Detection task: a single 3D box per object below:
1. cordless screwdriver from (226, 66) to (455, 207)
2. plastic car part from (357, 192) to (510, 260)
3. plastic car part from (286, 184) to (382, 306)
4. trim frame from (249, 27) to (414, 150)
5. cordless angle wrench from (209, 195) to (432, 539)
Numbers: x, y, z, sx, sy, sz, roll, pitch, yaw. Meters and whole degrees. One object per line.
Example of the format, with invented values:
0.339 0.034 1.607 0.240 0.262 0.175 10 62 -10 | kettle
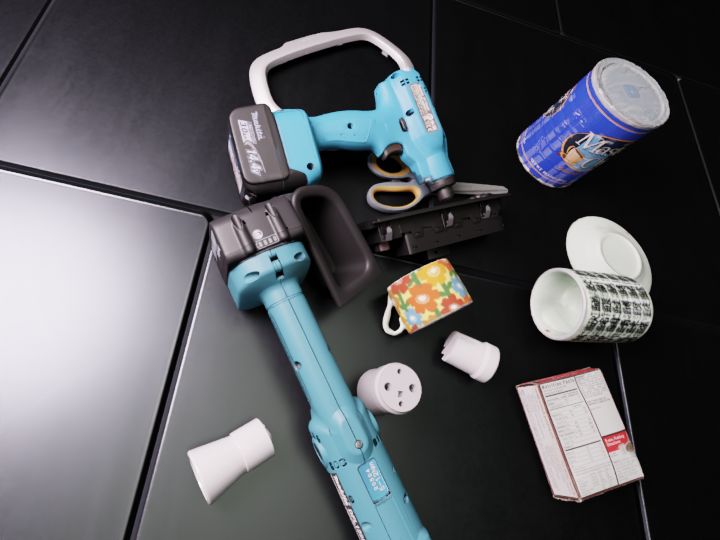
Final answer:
-0.014 -0.126 0.470 0.244 0.075 0.161 -20 84 -17 | cordless screwdriver
0.094 -0.052 0.489 0.198 0.067 0.068 -19 86 -22 | plastic car part
-0.042 -0.028 0.432 0.064 0.073 0.115 -34 99 -35 | plastic car part
-0.027 -0.248 0.560 0.244 0.027 0.187 -32 80 -23 | trim frame
-0.014 0.140 0.362 0.073 0.098 0.431 -23 79 -22 | cordless angle wrench
